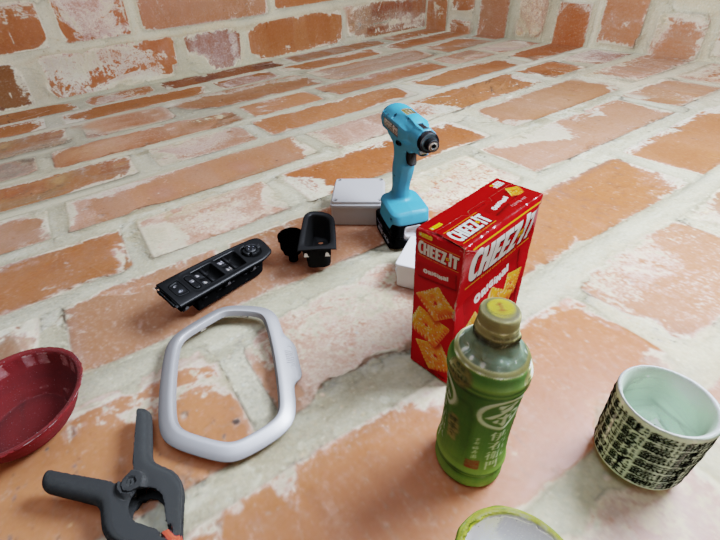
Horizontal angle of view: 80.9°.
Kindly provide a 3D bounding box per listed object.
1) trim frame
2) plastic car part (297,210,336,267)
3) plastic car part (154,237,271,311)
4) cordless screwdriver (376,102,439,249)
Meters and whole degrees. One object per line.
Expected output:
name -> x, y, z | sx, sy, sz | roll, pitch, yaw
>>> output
trim frame -> -0.173, 0.135, 0.565 | 0.182, 0.026, 0.260 | -13, 38, -10
plastic car part -> -0.074, -0.049, 0.758 | 0.066, 0.068, 0.120 | -3, 37, 1
plastic car part -> -0.229, 0.011, 0.703 | 0.070, 0.065, 0.199 | 24, 46, 32
cordless screwdriver -> 0.083, -0.147, 0.726 | 0.073, 0.240, 0.167 | -11, 37, -12
